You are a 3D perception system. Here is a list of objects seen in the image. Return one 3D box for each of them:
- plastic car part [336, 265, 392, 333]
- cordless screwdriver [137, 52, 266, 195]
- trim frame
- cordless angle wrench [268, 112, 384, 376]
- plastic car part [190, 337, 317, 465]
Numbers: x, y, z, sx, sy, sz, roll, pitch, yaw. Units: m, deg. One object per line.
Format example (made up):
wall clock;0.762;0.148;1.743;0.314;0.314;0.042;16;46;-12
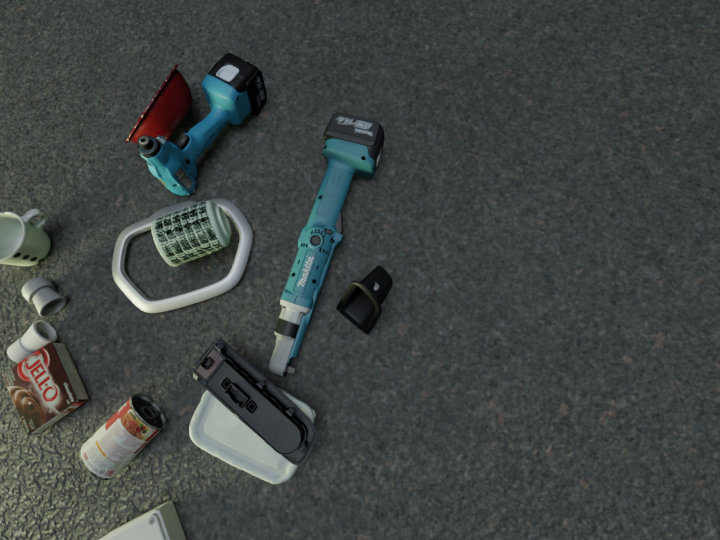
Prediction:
plastic car part;0.017;0.034;0.632;0.067;0.115;0.070;38;58;9
cordless screwdriver;-0.261;-0.252;0.701;0.076;0.156;0.249;31;79;7
trim frame;-0.302;-0.031;0.716;0.249;0.027;0.188;-18;76;2
cordless angle wrench;-0.066;-0.043;0.676;0.100;0.073;0.425;16;80;7
plastic car part;-0.144;0.176;0.570;0.207;0.066;0.066;37;75;10
